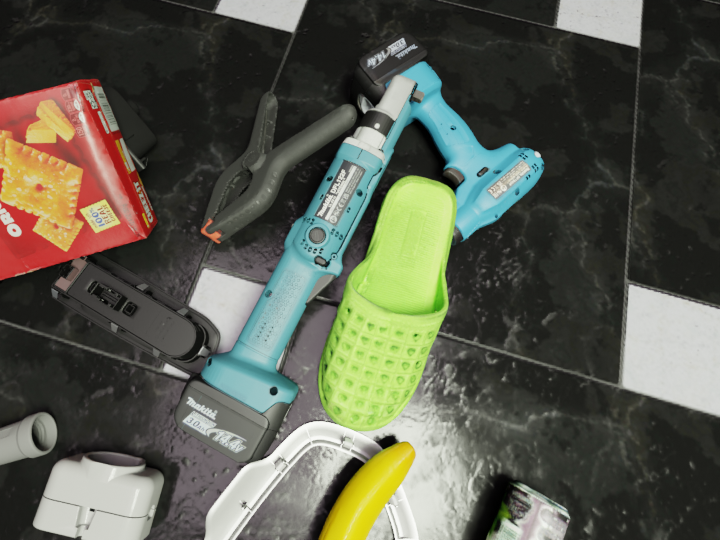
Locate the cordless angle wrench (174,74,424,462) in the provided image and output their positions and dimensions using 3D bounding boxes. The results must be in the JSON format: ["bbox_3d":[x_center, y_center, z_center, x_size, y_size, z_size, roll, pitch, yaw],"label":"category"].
[{"bbox_3d":[-0.043,-0.028,0.439,0.099,0.073,0.424,26,80,4],"label":"cordless angle wrench"}]

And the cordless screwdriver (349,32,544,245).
[{"bbox_3d":[0.081,-0.156,0.515,0.158,0.073,0.253,-40,81,-11],"label":"cordless screwdriver"}]

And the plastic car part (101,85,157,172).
[{"bbox_3d":[-0.288,-0.172,0.500,0.112,0.068,0.071,58,42,-21],"label":"plastic car part"}]

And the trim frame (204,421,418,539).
[{"bbox_3d":[-0.057,0.269,0.394,0.188,0.027,0.247,38,77,11],"label":"trim frame"}]

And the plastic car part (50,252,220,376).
[{"bbox_3d":[-0.241,0.040,0.450,0.205,0.066,0.066,29,66,5],"label":"plastic car part"}]
